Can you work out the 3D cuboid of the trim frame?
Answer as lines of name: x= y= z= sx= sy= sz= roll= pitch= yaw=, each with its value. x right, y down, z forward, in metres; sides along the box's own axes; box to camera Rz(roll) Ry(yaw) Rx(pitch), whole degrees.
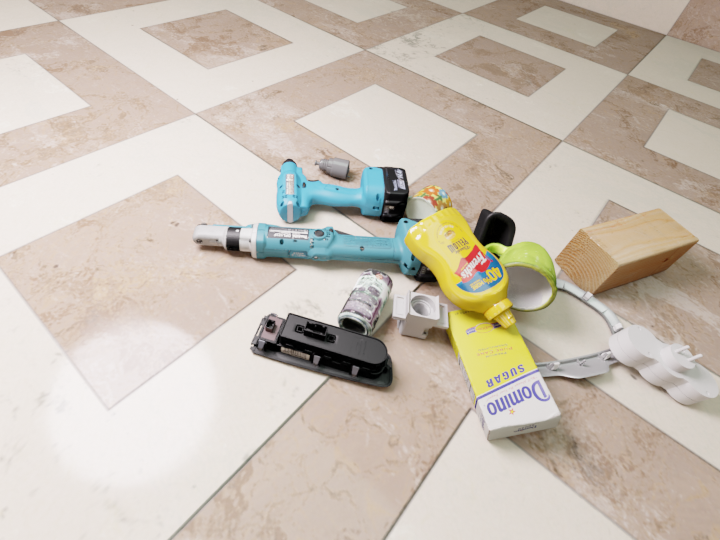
trim frame: x=0.311 y=0.086 z=0.677 sx=0.243 sy=0.027 sz=0.192 roll=-6 pitch=50 yaw=-16

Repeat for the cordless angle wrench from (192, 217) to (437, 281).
cordless angle wrench: x=-0.070 y=-0.046 z=0.715 sx=0.421 sy=0.072 sz=0.101 roll=3 pitch=49 yaw=-3

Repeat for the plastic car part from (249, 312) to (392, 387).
plastic car part: x=-0.048 y=0.102 z=0.590 sx=0.205 sy=0.066 sz=0.067 roll=18 pitch=41 yaw=4

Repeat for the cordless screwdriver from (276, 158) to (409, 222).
cordless screwdriver: x=-0.039 y=-0.165 z=0.824 sx=0.247 sy=0.072 sz=0.165 roll=-2 pitch=48 yaw=-5

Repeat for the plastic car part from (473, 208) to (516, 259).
plastic car part: x=0.225 y=-0.058 z=0.748 sx=0.065 sy=0.114 sz=0.073 roll=5 pitch=24 yaw=-8
